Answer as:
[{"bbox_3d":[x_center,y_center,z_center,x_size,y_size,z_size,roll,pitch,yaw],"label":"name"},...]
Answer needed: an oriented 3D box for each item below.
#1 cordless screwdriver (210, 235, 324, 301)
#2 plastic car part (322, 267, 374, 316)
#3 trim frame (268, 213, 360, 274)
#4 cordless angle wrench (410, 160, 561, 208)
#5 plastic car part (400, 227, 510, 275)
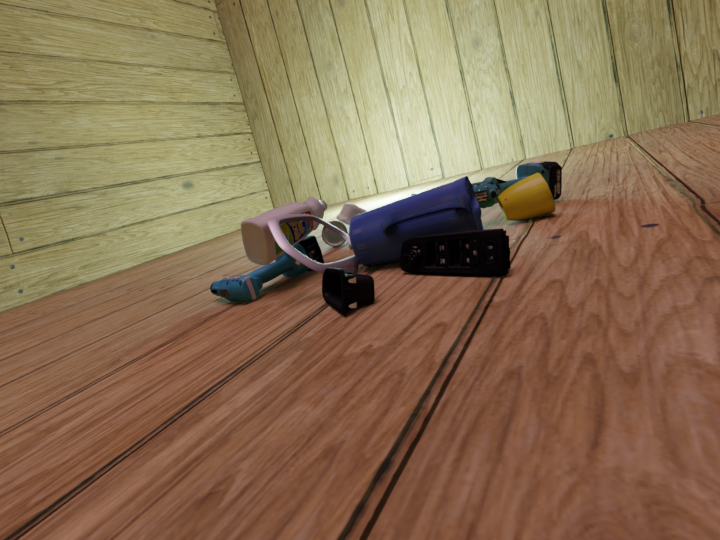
[{"bbox_3d":[-0.212,-0.001,0.956,0.167,0.073,0.242,-3,21,45],"label":"cordless screwdriver"},{"bbox_3d":[-0.014,0.026,0.654,0.069,0.066,0.119,-2,5,-16],"label":"plastic car part"},{"bbox_3d":[-0.082,-0.053,0.836,0.027,0.190,0.241,-58,-17,21],"label":"trim frame"},{"bbox_3d":[0.281,-0.175,0.953,0.410,0.096,0.078,-14,17,-25],"label":"cordless angle wrench"},{"bbox_3d":[0.148,-0.028,0.671,0.064,0.066,0.212,-11,7,-42],"label":"plastic car part"}]
